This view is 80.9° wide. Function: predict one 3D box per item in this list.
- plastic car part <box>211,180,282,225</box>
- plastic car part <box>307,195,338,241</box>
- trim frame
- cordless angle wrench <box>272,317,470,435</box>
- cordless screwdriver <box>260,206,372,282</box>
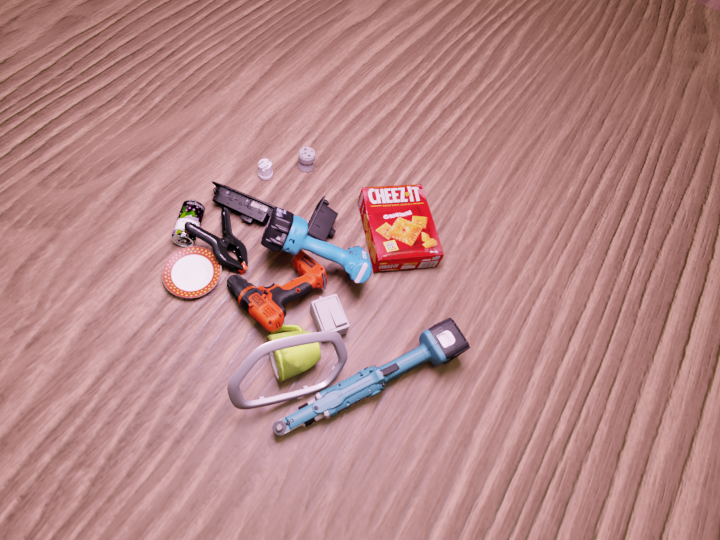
[{"bbox_3d":[-0.284,-0.158,1.046,0.206,0.065,0.067,28,88,8],"label":"plastic car part"},{"bbox_3d":[-0.093,-0.112,1.040,0.070,0.066,0.118,24,64,-11],"label":"plastic car part"},{"bbox_3d":[-0.131,0.190,0.798,0.238,0.181,0.029,-6,34,-33],"label":"trim frame"},{"bbox_3d":[0.019,0.224,0.853,0.417,0.096,0.077,-24,69,-13],"label":"cordless angle wrench"},{"bbox_3d":[-0.093,-0.061,0.949,0.246,0.074,0.162,23,18,-7],"label":"cordless screwdriver"}]
